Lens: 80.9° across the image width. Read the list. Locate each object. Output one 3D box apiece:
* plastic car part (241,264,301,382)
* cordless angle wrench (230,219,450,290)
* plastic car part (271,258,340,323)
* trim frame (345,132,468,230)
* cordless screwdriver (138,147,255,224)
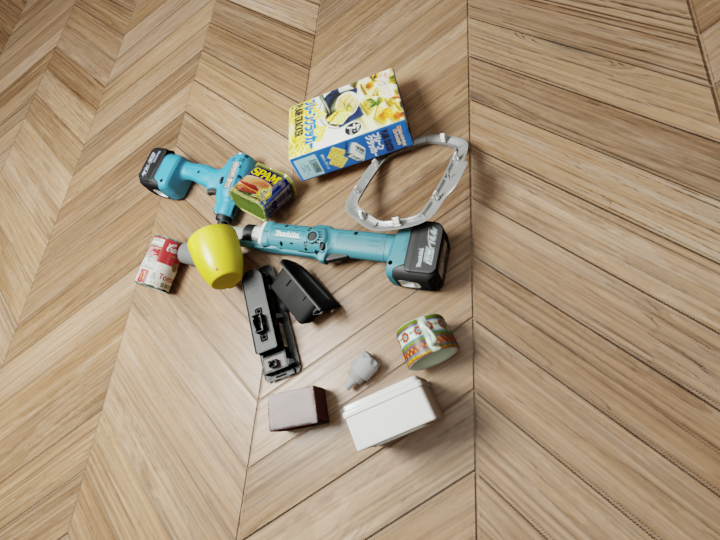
[{"bbox_3d":[-0.164,0.080,0.717,0.067,0.063,0.211,-28,59,16],"label":"plastic car part"},{"bbox_3d":[-0.071,-0.046,0.726,0.441,0.070,0.099,8,72,27],"label":"cordless angle wrench"},{"bbox_3d":[-0.103,0.043,0.704,0.122,0.063,0.071,42,107,24],"label":"plastic car part"},{"bbox_3d":[0.077,-0.152,0.688,0.193,0.026,0.248,9,51,34],"label":"trim frame"},{"bbox_3d":[-0.350,-0.176,0.890,0.258,0.071,0.160,10,73,21],"label":"cordless screwdriver"}]
